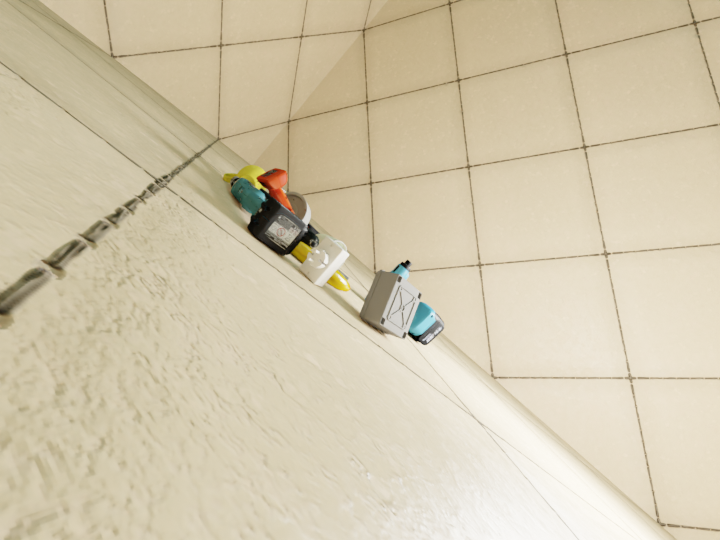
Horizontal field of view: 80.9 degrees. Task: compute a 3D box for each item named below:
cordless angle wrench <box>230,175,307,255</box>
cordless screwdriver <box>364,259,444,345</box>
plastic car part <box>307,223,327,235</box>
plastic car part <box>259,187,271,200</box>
[{"bbox_3d":[-0.236,-0.154,0.938,0.093,0.074,0.446,38,2,-35],"label":"cordless angle wrench"},{"bbox_3d":[0.142,0.089,1.175,0.237,0.159,0.078,41,3,-28],"label":"cordless screwdriver"},{"bbox_3d":[-0.121,-0.079,1.236,0.192,0.067,0.070,39,15,-37],"label":"plastic car part"},{"bbox_3d":[-0.241,-0.173,1.103,0.119,0.071,0.065,44,3,9],"label":"plastic car part"}]
